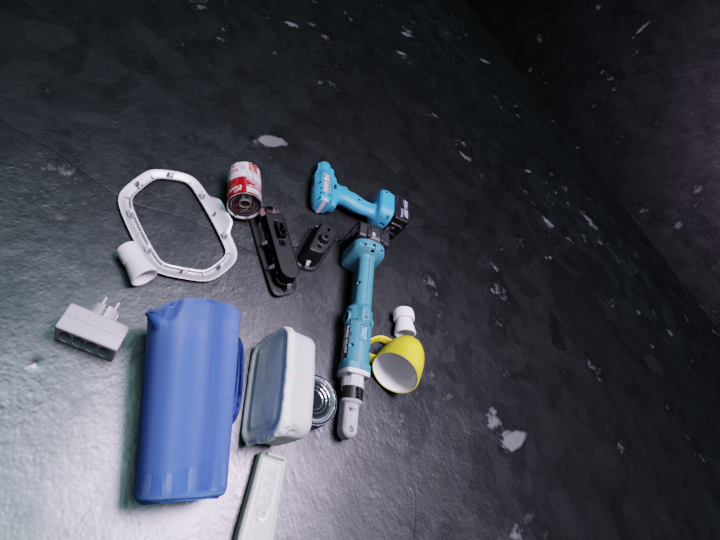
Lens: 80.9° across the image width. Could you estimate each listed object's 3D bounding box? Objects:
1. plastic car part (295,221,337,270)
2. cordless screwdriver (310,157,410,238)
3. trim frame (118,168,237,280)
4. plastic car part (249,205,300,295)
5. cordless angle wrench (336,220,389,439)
[{"bbox_3d":[-0.086,-0.056,0.876,0.065,0.071,0.117,35,42,-10],"label":"plastic car part"},{"bbox_3d":[-0.003,-0.180,1.028,0.240,0.075,0.164,17,50,-19],"label":"cordless screwdriver"},{"bbox_3d":[-0.324,-0.089,0.766,0.177,0.028,0.256,-19,69,-43],"label":"trim frame"},{"bbox_3d":[-0.161,-0.049,0.828,0.063,0.068,0.210,5,58,-42],"label":"plastic car part"},{"bbox_3d":[-0.005,0.096,0.807,0.072,0.099,0.433,21,52,-20],"label":"cordless angle wrench"}]
